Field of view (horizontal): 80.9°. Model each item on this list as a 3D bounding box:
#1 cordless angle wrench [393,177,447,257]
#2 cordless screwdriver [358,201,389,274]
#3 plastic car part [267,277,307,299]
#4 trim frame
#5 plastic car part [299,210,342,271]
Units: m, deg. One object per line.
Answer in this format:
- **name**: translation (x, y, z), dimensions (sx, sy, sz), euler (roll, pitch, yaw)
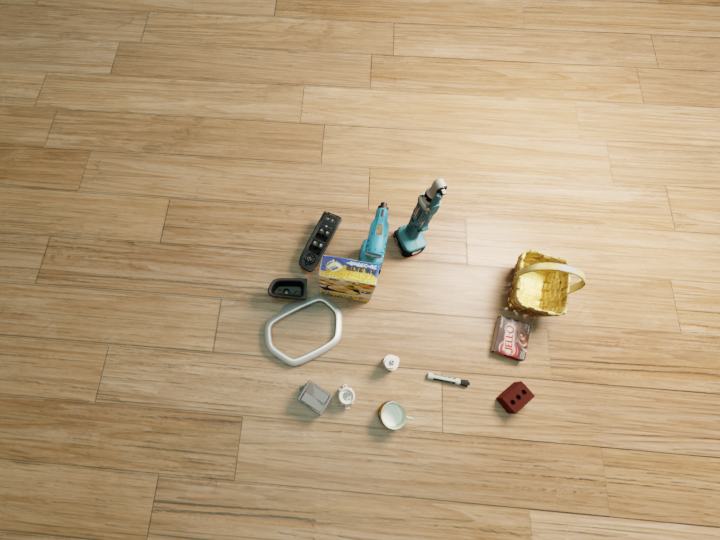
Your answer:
- **cordless angle wrench**: translation (0.170, -0.147, 1.177), dimensions (0.074, 0.416, 0.100), euler (-19, 76, -10)
- **cordless screwdriver**: translation (0.044, -0.086, 1.248), dimensions (0.075, 0.245, 0.161), euler (12, 72, -1)
- **plastic car part**: translation (-0.221, 0.061, 1.293), dimensions (0.117, 0.069, 0.067), euler (3, 72, 0)
- **trim frame**: translation (-0.170, 0.175, 1.275), dimensions (0.246, 0.027, 0.190), euler (-28, 73, -8)
- **plastic car part**: translation (-0.132, -0.086, 1.345), dimensions (0.067, 0.066, 0.203), euler (25, 73, 6)
